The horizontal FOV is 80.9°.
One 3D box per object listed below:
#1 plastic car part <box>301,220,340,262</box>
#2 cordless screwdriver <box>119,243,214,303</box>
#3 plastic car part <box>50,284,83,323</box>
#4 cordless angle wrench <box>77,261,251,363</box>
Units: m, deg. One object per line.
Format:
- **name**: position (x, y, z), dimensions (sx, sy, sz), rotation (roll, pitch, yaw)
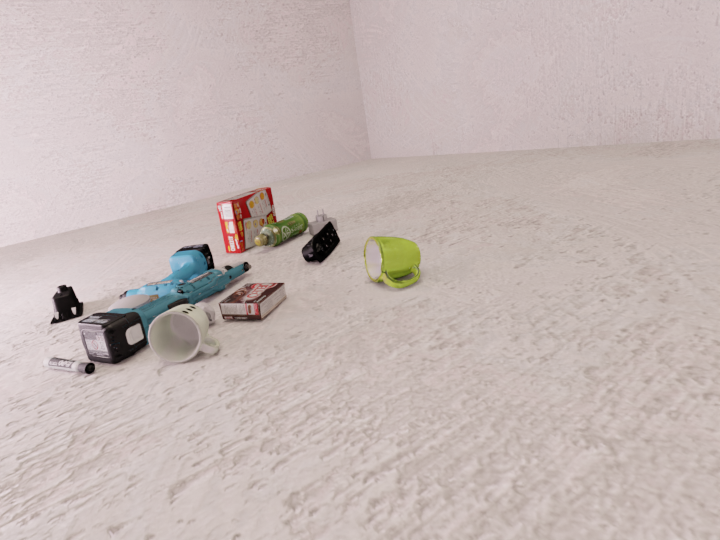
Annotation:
- **plastic car part**: position (-0.110, -0.072, 1.122), dimensions (0.068, 0.065, 0.204), rotation (-16, 17, 13)
- **cordless screwdriver**: position (-0.471, 0.014, 1.052), dimensions (0.161, 0.072, 0.253), rotation (-8, 23, 6)
- **plastic car part**: position (-0.706, 0.071, 1.011), dimensions (0.064, 0.069, 0.122), rotation (-16, 22, -25)
- **cordless angle wrench**: position (-0.370, 0.055, 0.890), dimensions (0.102, 0.073, 0.415), rotation (-2, 18, 24)
